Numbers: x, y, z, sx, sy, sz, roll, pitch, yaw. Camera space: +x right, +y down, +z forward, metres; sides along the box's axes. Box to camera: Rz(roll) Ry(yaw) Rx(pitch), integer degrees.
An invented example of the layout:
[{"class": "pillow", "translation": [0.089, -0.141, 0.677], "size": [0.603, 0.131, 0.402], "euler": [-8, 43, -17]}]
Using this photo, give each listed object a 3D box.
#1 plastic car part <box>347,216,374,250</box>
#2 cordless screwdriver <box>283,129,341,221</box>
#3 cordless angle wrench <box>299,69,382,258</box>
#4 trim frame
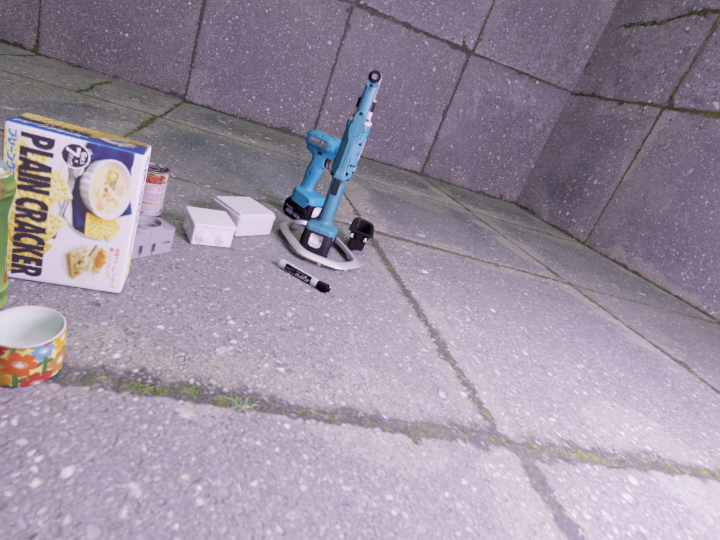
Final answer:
[{"class": "plastic car part", "translation": [-0.004, -0.089, 1.113], "size": [0.066, 0.070, 0.117], "euler": [20, 21, -1]}, {"class": "cordless screwdriver", "translation": [-0.112, -0.243, 1.150], "size": [0.168, 0.246, 0.071], "euler": [34, 24, 30]}, {"class": "cordless angle wrench", "translation": [-0.038, -0.229, 0.945], "size": [0.075, 0.419, 0.098], "euler": [22, 20, 1]}, {"class": "trim frame", "translation": [-0.101, -0.066, 1.034], "size": [0.176, 0.027, 0.262], "euler": [5, 26, -32]}]
